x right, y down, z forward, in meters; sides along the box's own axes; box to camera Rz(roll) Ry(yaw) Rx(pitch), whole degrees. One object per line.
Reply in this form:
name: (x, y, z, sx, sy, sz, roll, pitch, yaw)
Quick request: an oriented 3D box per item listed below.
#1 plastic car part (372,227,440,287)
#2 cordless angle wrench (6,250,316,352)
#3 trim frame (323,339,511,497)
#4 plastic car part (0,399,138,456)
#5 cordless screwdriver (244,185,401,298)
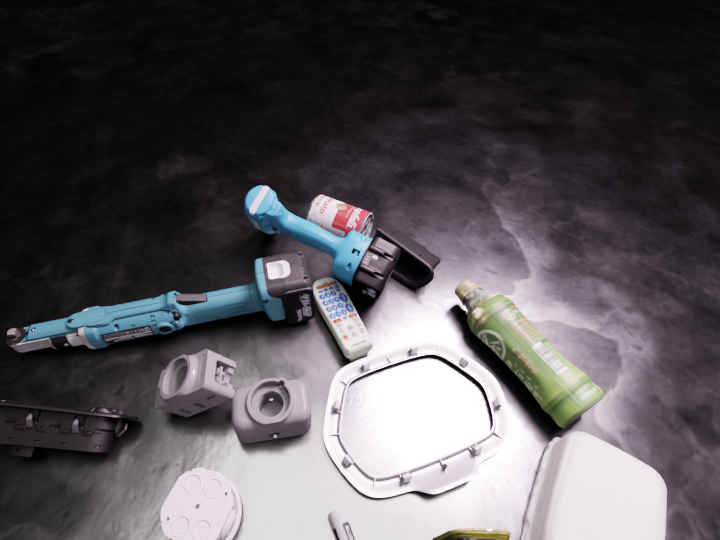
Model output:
plastic car part: (0.080, -0.025, 0.704, 0.121, 0.065, 0.069, 34, 41, 20)
cordless angle wrench: (-0.278, 0.061, 0.607, 0.420, 0.094, 0.077, -11, 51, -5)
trim frame: (0.072, 0.181, 0.544, 0.243, 0.027, 0.193, -14, 52, -15)
plastic car part: (-0.377, 0.187, 0.507, 0.203, 0.064, 0.069, 1, 59, -1)
cordless screwdriver: (-0.066, -0.043, 0.679, 0.252, 0.157, 0.074, 28, 79, 5)
